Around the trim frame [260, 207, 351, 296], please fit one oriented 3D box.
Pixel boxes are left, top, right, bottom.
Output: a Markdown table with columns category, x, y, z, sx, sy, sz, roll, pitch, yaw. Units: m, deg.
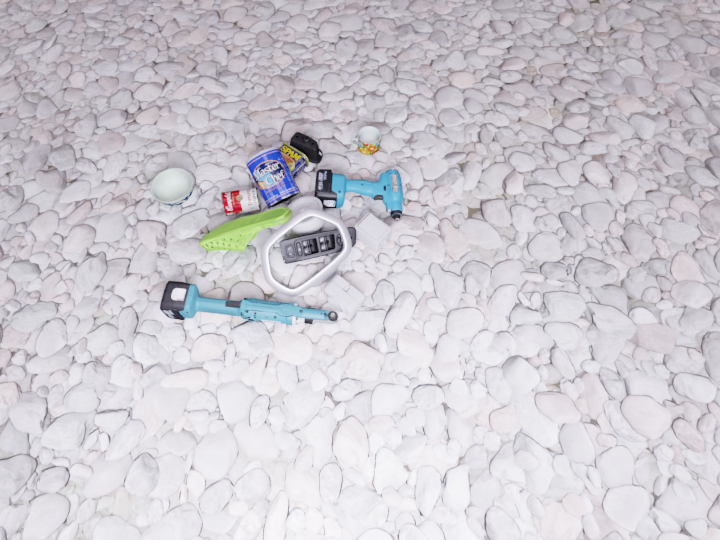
| category | x | y | z | sx | sy | sz | roll | pitch | yaw |
| --- | --- | --- | --- | --- | --- | --- | --- | --- | --- |
| trim frame | -0.139 | -0.045 | 1.078 | 0.248 | 0.028 | 0.182 | -40 | 95 | -4 |

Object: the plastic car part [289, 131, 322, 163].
| category | x | y | z | sx | sy | sz | roll | pitch | yaw |
| --- | --- | --- | --- | --- | --- | --- | --- | --- | --- |
| plastic car part | -0.166 | -0.379 | 1.277 | 0.121 | 0.068 | 0.066 | 27 | 68 | 17 |

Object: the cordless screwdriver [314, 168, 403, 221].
| category | x | y | z | sx | sy | sz | roll | pitch | yaw |
| --- | --- | --- | --- | --- | --- | --- | --- | --- | --- |
| cordless screwdriver | -0.004 | -0.208 | 1.180 | 0.248 | 0.072 | 0.163 | -1 | 63 | -2 |

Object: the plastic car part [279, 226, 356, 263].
| category | x | y | z | sx | sy | sz | roll | pitch | yaw |
| --- | --- | --- | --- | --- | --- | --- | --- | --- | --- |
| plastic car part | -0.110 | -0.072 | 1.121 | 0.203 | 0.068 | 0.065 | -12 | 101 | -1 |

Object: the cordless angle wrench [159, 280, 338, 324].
| category | x | y | z | sx | sy | sz | roll | pitch | yaw |
| --- | --- | --- | --- | --- | --- | --- | --- | --- | --- |
| cordless angle wrench | -0.266 | 0.094 | 1.035 | 0.424 | 0.096 | 0.076 | 6 | 64 | 1 |
